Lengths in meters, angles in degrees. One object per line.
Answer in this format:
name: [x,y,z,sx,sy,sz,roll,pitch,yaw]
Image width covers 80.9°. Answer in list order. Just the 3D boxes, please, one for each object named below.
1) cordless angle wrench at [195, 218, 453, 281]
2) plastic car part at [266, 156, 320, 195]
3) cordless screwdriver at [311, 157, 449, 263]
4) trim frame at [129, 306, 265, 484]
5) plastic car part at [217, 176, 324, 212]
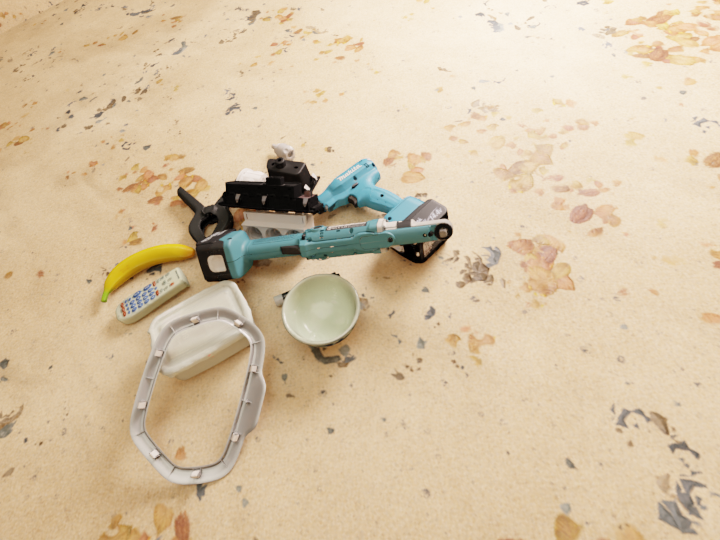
cordless angle wrench: [-0.068,-0.044,0.695,0.435,0.073,0.097,-5,19,19]
plastic car part: [-0.153,-0.203,0.882,0.121,0.068,0.066,16,58,19]
cordless screwdriver: [0.026,-0.104,0.768,0.158,0.071,0.263,-38,52,-13]
trim frame: [-0.231,0.175,0.614,0.185,0.027,0.251,12,73,3]
plastic car part: [-0.174,-0.139,0.780,0.209,0.065,0.066,2,26,18]
